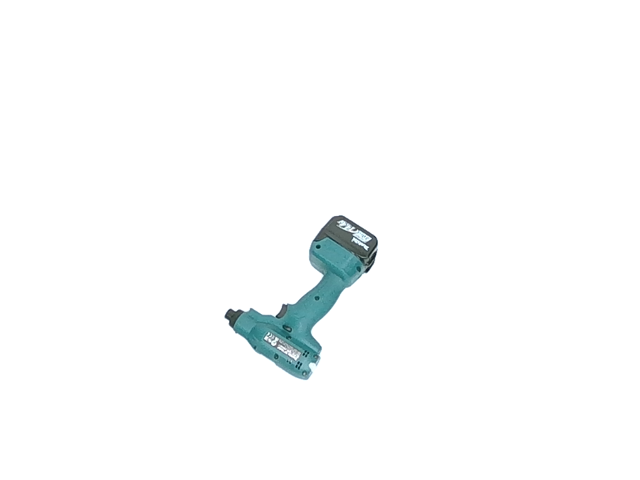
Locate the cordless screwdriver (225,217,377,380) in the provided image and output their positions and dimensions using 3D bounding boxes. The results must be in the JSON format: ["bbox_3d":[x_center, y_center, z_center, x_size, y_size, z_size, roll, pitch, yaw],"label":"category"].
[{"bbox_3d":[-0.025,0.075,0.673,0.159,0.248,0.074,29,-20,13],"label":"cordless screwdriver"}]
